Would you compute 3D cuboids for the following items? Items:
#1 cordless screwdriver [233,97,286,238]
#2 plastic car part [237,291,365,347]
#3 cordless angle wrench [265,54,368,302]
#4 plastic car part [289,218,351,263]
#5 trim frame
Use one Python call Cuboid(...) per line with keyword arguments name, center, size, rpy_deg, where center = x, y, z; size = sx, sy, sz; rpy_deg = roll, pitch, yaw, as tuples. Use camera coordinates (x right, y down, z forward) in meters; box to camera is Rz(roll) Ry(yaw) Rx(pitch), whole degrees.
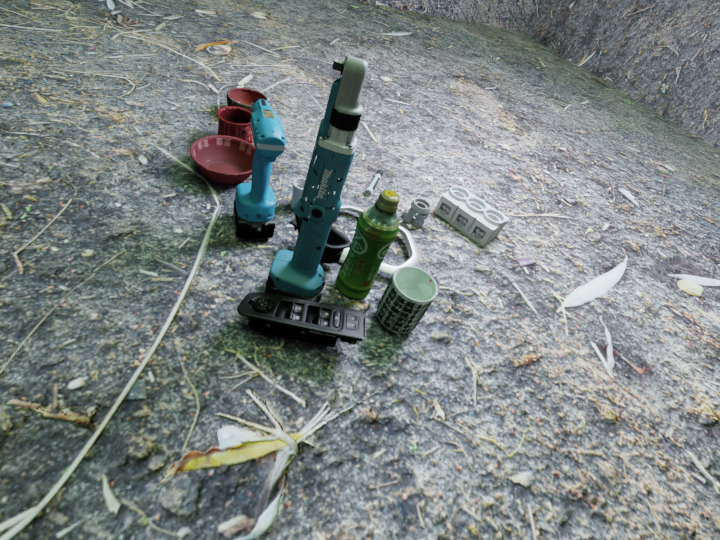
Cuboid(name="cordless screwdriver", center=(-0.195, -0.190, 0.803), size=(0.072, 0.245, 0.166), rpy_deg=(0, 46, -23))
Cuboid(name="plastic car part", center=(-0.097, 0.082, 0.681), size=(0.202, 0.066, 0.068), rpy_deg=(14, 42, -4))
Cuboid(name="cordless angle wrench", center=(-0.062, -0.098, 0.622), size=(0.098, 0.417, 0.076), rpy_deg=(19, 42, -4))
Cuboid(name="plastic car part", center=(-0.081, -0.053, 0.826), size=(0.121, 0.070, 0.064), rpy_deg=(39, 45, 21))
Cuboid(name="trim frame", center=(0.009, -0.069, 0.904), size=(0.253, 0.027, 0.184), rpy_deg=(25, 43, 8))
